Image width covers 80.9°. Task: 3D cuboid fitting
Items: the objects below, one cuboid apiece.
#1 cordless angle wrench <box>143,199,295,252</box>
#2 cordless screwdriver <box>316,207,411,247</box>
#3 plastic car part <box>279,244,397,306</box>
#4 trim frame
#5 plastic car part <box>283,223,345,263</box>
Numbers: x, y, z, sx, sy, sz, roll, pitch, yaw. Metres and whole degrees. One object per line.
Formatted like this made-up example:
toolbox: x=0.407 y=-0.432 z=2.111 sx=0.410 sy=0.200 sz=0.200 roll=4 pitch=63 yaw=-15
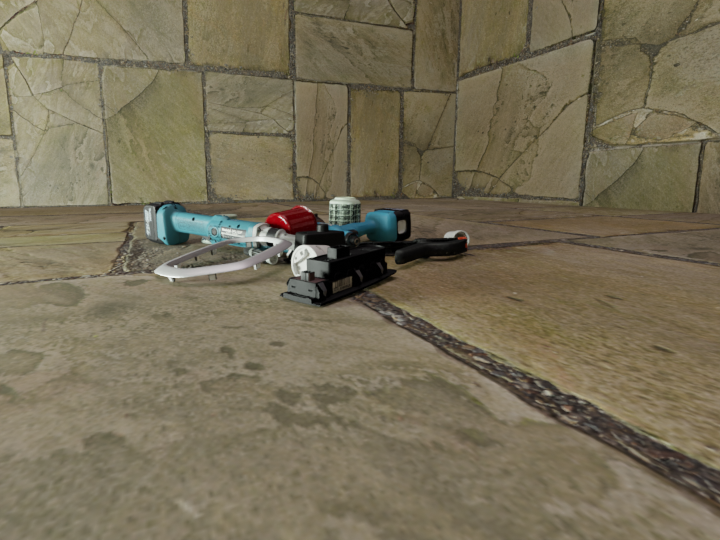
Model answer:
cordless angle wrench: x=-0.295 y=-0.085 z=0.903 sx=0.442 sy=0.096 sz=0.072 roll=10 pitch=17 yaw=28
cordless screwdriver: x=0.018 y=-0.091 z=0.962 sx=0.239 sy=0.073 sz=0.168 roll=-14 pitch=18 yaw=-35
plastic car part: x=-0.021 y=-0.003 z=0.582 sx=0.069 sy=0.067 sz=0.194 roll=-1 pitch=6 yaw=36
trim frame: x=-0.220 y=-0.024 z=0.702 sx=0.190 sy=0.027 sz=0.245 roll=1 pitch=19 yaw=19
plastic car part: x=-0.075 y=-0.049 z=0.766 sx=0.112 sy=0.070 sz=0.069 roll=-11 pitch=16 yaw=-33
